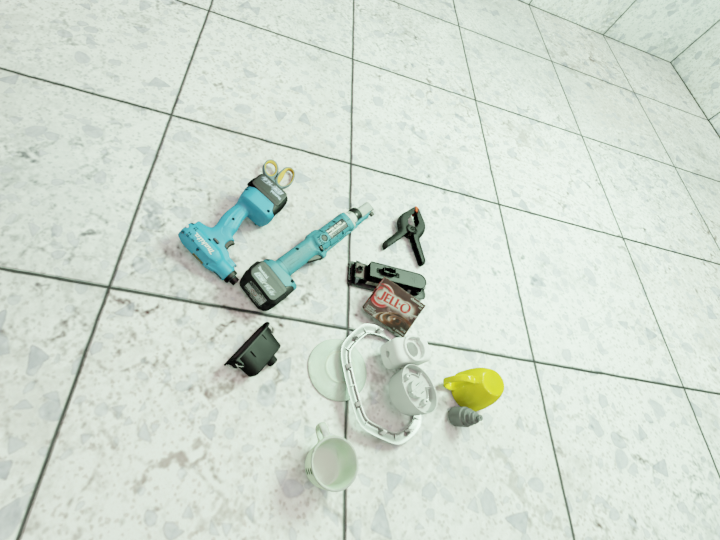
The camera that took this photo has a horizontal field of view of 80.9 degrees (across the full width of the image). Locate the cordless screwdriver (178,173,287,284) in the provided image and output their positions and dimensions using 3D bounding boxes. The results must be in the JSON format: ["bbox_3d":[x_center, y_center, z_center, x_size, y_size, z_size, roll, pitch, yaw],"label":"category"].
[{"bbox_3d":[-0.261,-0.094,0.946,0.158,0.075,0.246,45,60,-3],"label":"cordless screwdriver"}]

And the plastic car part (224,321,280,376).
[{"bbox_3d":[-0.198,0.162,0.829,0.070,0.068,0.115,51,51,-8],"label":"plastic car part"}]

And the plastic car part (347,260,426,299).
[{"bbox_3d":[0.074,0.017,1.019,0.198,0.067,0.068,16,49,-15],"label":"plastic car part"}]

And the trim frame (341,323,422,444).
[{"bbox_3d":[0.049,0.228,0.883,0.176,0.028,0.257,2,57,-33],"label":"trim frame"}]

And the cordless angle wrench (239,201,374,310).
[{"bbox_3d":[-0.097,-0.064,0.995,0.098,0.076,0.416,50,51,-3],"label":"cordless angle wrench"}]
